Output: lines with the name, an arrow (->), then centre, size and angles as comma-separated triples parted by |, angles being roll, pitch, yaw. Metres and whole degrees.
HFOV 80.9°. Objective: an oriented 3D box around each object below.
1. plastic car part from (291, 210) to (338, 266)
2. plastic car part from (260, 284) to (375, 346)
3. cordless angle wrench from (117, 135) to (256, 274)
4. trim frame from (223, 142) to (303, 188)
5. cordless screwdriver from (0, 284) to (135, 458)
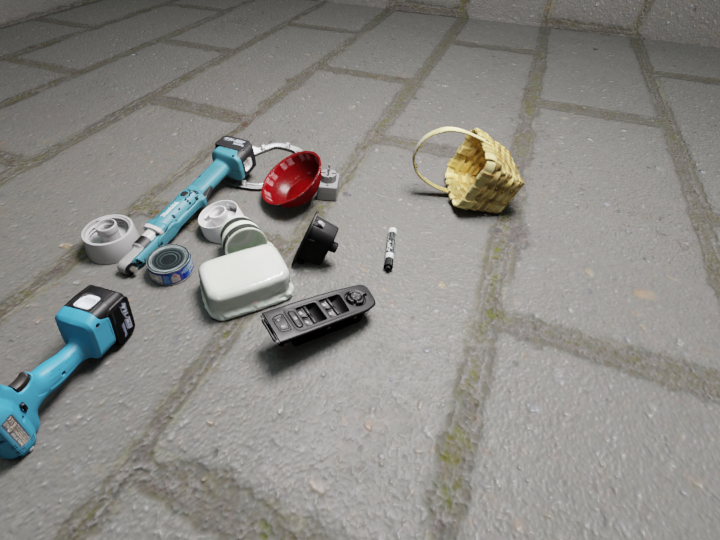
plastic car part -> -0.081, -0.053, 0.830 | 0.070, 0.117, 0.067 | 27, 44, -11
plastic car part -> -0.062, 0.081, 0.710 | 0.197, 0.065, 0.070 | -20, 41, -27
cordless angle wrench -> -0.381, -0.151, 0.939 | 0.101, 0.072, 0.424 | 17, 53, 16
trim frame -> -0.254, -0.283, 1.117 | 0.194, 0.026, 0.244 | 33, 54, 30
cordless screwdriver -> -0.441, 0.119, 0.605 | 0.076, 0.154, 0.251 | 12, 43, 8
